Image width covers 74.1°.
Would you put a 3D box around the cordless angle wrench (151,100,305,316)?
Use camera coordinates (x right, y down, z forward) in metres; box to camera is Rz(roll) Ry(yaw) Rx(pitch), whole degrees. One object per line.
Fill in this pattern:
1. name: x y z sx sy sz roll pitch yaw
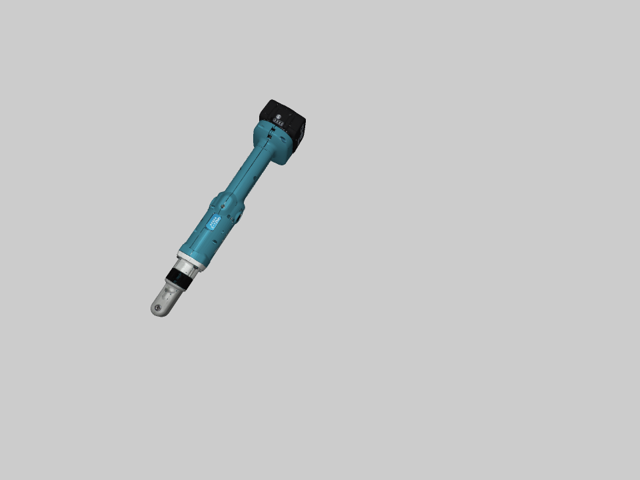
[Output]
1. cordless angle wrench: -0.164 -0.053 0.741 0.074 0.422 0.098 31 -14 2
